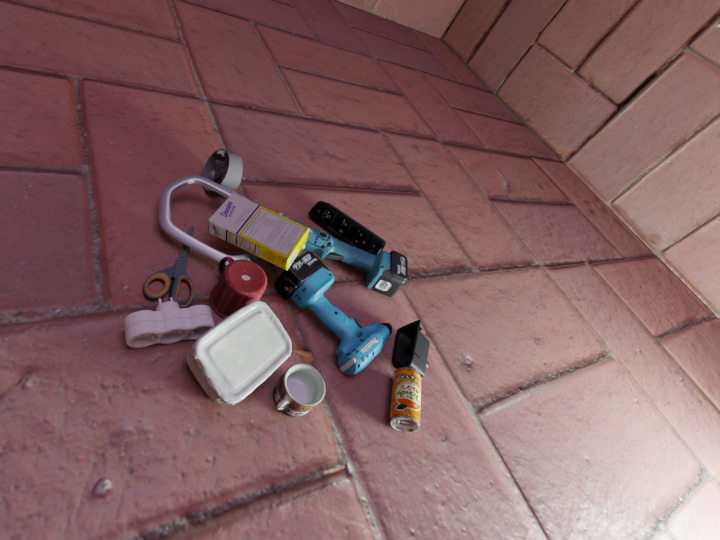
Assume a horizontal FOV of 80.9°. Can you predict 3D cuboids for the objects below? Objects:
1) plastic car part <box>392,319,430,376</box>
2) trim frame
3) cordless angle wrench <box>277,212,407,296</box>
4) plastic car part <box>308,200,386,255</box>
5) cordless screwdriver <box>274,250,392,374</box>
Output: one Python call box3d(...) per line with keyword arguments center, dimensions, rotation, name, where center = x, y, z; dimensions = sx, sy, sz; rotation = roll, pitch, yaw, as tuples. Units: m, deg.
box3d(center=(0.113, 0.174, 0.883), dimensions=(0.068, 0.067, 0.118), rotation=(38, 41, -21), name="plastic car part")
box3d(center=(-0.293, -0.106, 0.870), dimensions=(0.247, 0.027, 0.186), rotation=(27, 53, -4), name="trim frame")
box3d(center=(-0.095, -0.062, 0.970), dimensions=(0.416, 0.074, 0.100), rotation=(23, 42, -9), name="cordless angle wrench")
box3d(center=(-0.032, -0.110, 1.061), dimensions=(0.202, 0.066, 0.067), rotation=(33, 31, -1), name="plastic car part")
box3d(center=(-0.048, 0.074, 0.863), dimensions=(0.254, 0.075, 0.155), rotation=(48, 42, 11), name="cordless screwdriver")
